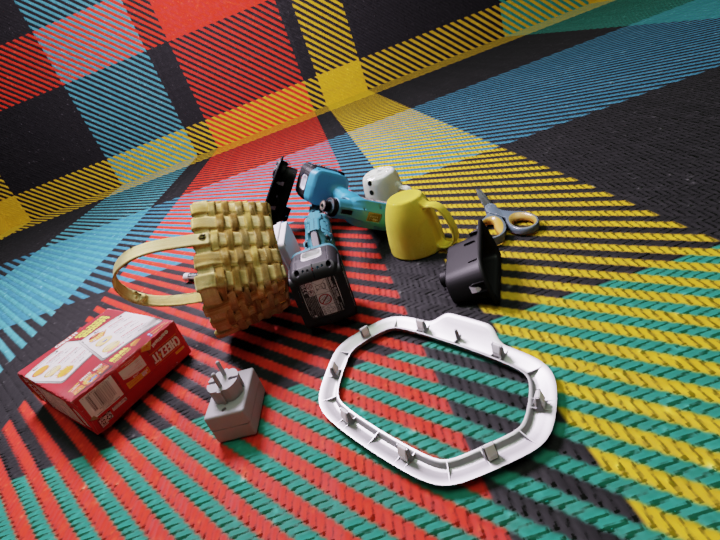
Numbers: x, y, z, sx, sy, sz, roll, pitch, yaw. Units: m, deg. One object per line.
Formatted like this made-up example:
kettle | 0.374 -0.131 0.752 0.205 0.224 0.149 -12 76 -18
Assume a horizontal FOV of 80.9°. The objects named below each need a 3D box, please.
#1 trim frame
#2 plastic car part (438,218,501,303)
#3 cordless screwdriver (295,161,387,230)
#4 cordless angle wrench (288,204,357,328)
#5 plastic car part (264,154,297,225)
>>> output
trim frame | 0.063 0.110 0.433 0.181 0.026 0.262 -38 31 -30
plastic car part | 0.139 -0.002 0.549 0.073 0.064 0.117 -21 26 35
cordless screwdriver | -0.054 -0.145 0.813 0.152 0.074 0.263 4 22 -35
cordless angle wrench | -0.073 -0.048 0.749 0.075 0.095 0.435 -19 24 1
plastic car part | -0.181 -0.145 0.912 0.067 0.201 0.067 18 16 1
